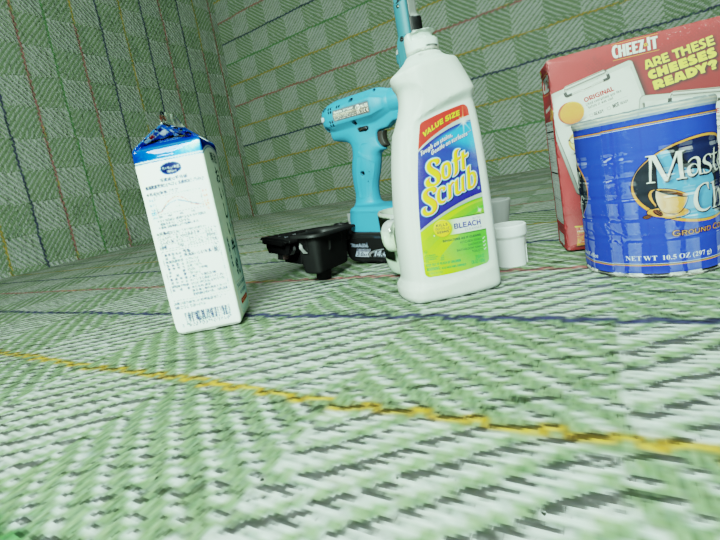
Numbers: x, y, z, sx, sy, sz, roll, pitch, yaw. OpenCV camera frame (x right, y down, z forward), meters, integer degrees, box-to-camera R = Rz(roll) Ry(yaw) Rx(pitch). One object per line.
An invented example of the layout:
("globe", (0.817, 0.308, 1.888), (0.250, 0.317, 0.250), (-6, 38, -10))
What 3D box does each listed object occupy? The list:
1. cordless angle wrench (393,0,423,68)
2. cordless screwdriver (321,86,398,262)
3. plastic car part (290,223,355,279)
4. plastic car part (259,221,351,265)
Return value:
("cordless angle wrench", (0.105, -0.262, 0.712), (0.094, 0.418, 0.078), (-18, 11, -41))
("cordless screwdriver", (0.037, -0.139, 0.620), (0.166, 0.246, 0.072), (-4, 10, 34))
("plastic car part", (-0.053, -0.025, 0.596), (0.068, 0.070, 0.114), (-7, 12, 23))
("plastic car part", (-0.070, -0.046, 0.715), (0.069, 0.066, 0.196), (-2, 15, 40))
